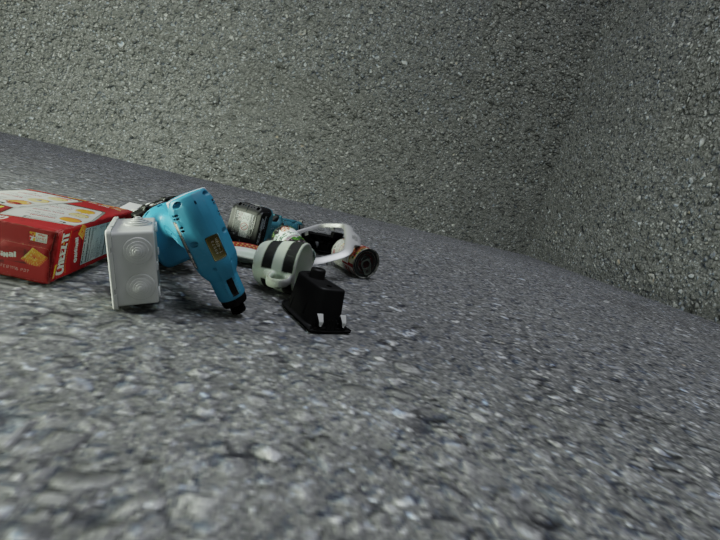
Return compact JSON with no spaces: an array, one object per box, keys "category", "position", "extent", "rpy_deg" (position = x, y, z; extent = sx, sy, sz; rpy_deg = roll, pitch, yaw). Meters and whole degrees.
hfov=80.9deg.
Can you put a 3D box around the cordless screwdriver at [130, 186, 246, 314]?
[{"category":"cordless screwdriver","position":[-0.237,-0.030,0.588],"extent":[0.073,0.155,0.261],"rpy_deg":[-30,23,-29]}]

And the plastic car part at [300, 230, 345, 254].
[{"category":"plastic car part","position":[-0.083,-0.070,1.114],"extent":[0.194,0.066,0.070],"rpy_deg":[5,21,-30]}]

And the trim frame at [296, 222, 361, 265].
[{"category":"trim frame","position":[-0.092,-0.060,0.943],"extent":[0.185,0.027,0.253],"rpy_deg":[-9,22,3]}]

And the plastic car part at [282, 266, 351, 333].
[{"category":"plastic car part","position":[-0.063,0.033,0.584],"extent":[0.063,0.070,0.123],"rpy_deg":[9,14,-36]}]

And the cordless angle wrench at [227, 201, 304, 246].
[{"category":"cordless angle wrench","position":[-0.218,-0.112,1.104],"extent":[0.076,0.097,0.416],"rpy_deg":[16,7,7]}]
